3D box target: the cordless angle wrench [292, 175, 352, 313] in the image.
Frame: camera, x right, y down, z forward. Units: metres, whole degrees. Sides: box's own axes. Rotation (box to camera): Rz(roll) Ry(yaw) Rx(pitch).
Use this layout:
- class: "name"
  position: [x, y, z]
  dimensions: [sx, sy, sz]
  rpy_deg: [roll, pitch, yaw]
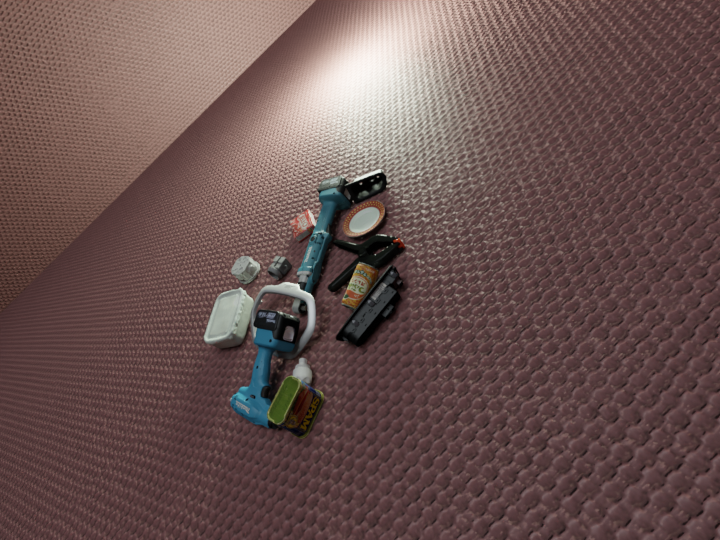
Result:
- class: "cordless angle wrench"
  position: [-0.114, -0.075, 1.167]
  dimensions: [0.102, 0.070, 0.429]
  rpy_deg: [-8, 54, 36]

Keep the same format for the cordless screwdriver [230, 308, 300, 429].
- class: "cordless screwdriver"
  position: [-0.202, 0.220, 0.959]
  dimensions: [0.167, 0.070, 0.250]
  rpy_deg: [6, 75, 42]

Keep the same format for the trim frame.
- class: "trim frame"
  position: [-0.200, 0.121, 1.066]
  dimensions: [0.261, 0.026, 0.185]
  rpy_deg: [5, 79, 44]

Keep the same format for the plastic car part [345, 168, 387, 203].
- class: "plastic car part"
  position: [0.023, -0.253, 1.215]
  dimensions: [0.119, 0.063, 0.072]
  rpy_deg: [-21, 30, 20]

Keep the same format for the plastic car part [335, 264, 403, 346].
- class: "plastic car part"
  position: [0.029, 0.088, 0.923]
  dimensions: [0.070, 0.063, 0.202]
  rpy_deg: [41, 84, 24]
